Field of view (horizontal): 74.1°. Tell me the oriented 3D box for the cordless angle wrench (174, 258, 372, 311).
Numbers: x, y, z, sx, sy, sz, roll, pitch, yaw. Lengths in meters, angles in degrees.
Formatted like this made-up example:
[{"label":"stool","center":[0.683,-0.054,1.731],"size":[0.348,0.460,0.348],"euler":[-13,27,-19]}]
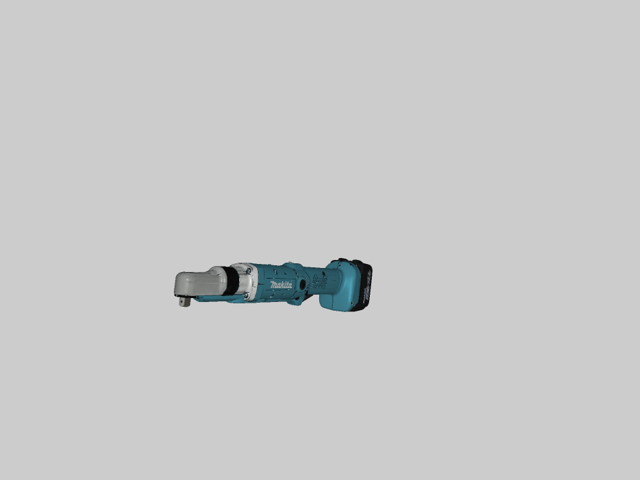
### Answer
[{"label":"cordless angle wrench","center":[-0.048,0.068,0.663],"size":[0.074,0.098,0.422],"euler":[5,-2,34]}]
